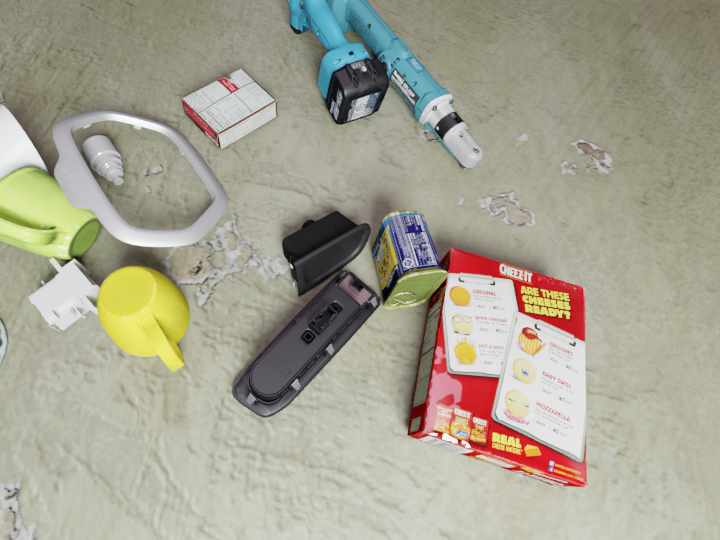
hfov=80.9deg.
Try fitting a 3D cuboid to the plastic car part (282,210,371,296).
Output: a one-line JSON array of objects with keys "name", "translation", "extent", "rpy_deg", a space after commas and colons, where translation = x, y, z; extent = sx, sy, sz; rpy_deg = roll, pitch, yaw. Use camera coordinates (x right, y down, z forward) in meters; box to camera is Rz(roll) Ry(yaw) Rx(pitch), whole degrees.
[{"name": "plastic car part", "translation": [-0.052, -0.034, 0.535], "extent": [0.114, 0.064, 0.074], "rpy_deg": [-36, 60, -25]}]

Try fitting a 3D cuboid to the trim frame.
[{"name": "trim frame", "translation": [-0.278, -0.124, 0.538], "extent": [0.178, 0.027, 0.256], "rpy_deg": [-23, 67, -45]}]

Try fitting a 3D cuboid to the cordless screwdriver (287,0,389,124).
[{"name": "cordless screwdriver", "translation": [-0.052, -0.349, 0.664], "extent": [0.073, 0.160, 0.252], "rpy_deg": [-22, 84, -16]}]

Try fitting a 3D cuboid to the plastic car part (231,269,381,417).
[{"name": "plastic car part", "translation": [-0.055, 0.077, 0.475], "extent": [0.067, 0.067, 0.201], "rpy_deg": [43, 69, 4]}]

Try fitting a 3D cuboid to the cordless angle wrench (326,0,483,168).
[{"name": "cordless angle wrench", "translation": [0.058, -0.333, 0.679], "extent": [0.073, 0.097, 0.436], "rpy_deg": [-25, 72, -23]}]
